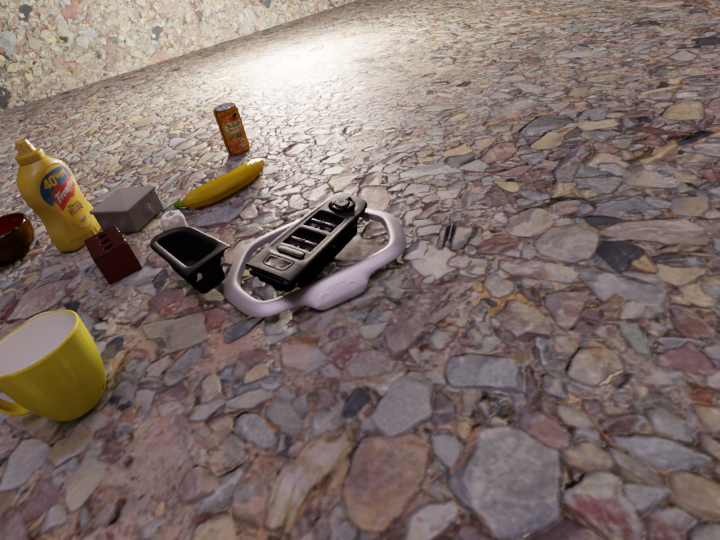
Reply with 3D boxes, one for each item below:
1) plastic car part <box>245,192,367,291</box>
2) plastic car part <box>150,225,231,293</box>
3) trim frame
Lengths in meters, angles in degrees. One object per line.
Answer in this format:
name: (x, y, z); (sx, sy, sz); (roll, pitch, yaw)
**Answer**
plastic car part: (-0.053, -0.035, 0.540); (0.069, 0.064, 0.201); (12, 44, 29)
plastic car part: (-0.222, -0.009, 0.562); (0.123, 0.068, 0.065); (22, 49, 38)
trim frame: (-0.061, -0.019, 0.555); (0.245, 0.026, 0.194); (-24, 38, -12)
